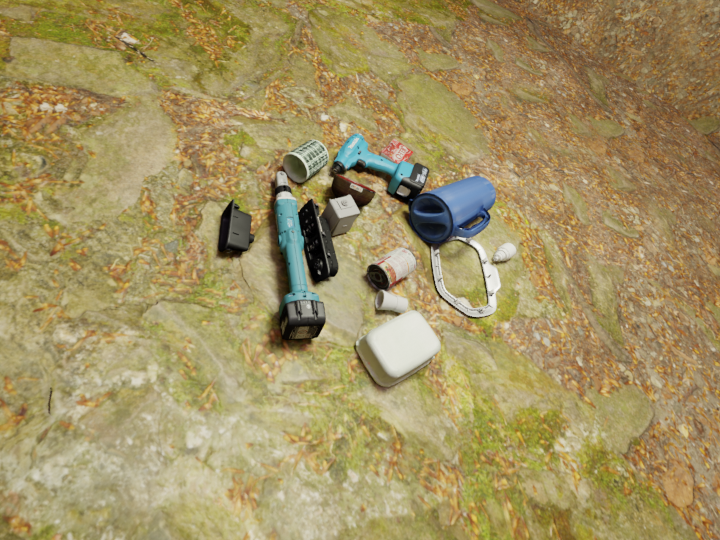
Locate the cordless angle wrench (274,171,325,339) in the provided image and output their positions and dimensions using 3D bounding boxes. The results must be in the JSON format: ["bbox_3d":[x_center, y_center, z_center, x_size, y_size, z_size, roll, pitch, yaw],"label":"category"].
[{"bbox_3d":[-0.152,-0.061,0.921,0.072,0.097,0.439,0,54,-20],"label":"cordless angle wrench"}]

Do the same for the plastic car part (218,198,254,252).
[{"bbox_3d":[-0.265,-0.083,0.916,0.067,0.067,0.120,13,56,-32],"label":"plastic car part"}]

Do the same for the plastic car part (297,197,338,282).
[{"bbox_3d":[-0.094,-0.062,0.964,0.063,0.067,0.210,20,46,-42],"label":"plastic car part"}]

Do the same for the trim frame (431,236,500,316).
[{"bbox_3d":[0.266,0.002,1.070,0.180,0.027,0.255,12,52,-14],"label":"trim frame"}]

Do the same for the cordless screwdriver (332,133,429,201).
[{"bbox_3d":[0.051,-0.268,1.147,0.251,0.073,0.159,28,53,4],"label":"cordless screwdriver"}]
